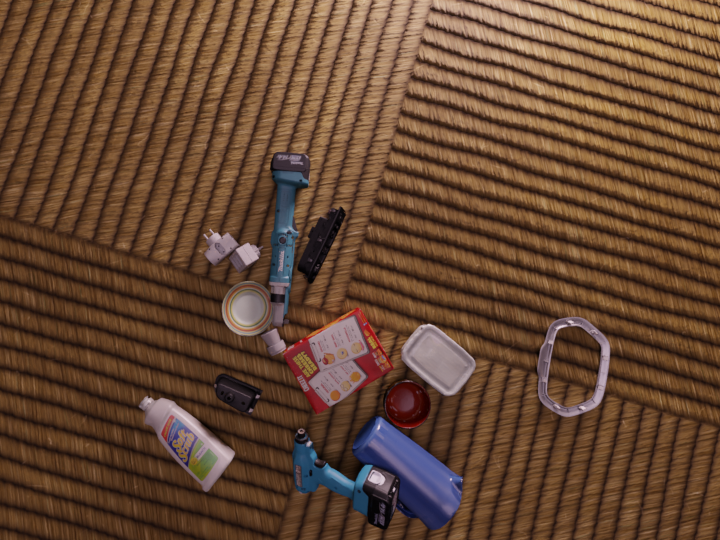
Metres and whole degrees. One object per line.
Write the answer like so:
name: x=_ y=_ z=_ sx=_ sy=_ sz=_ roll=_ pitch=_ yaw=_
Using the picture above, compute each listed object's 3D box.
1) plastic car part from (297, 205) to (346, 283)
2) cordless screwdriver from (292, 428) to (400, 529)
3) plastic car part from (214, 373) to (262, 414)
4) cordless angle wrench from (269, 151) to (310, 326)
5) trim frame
plastic car part: x=-0.102 y=-0.067 z=1.046 sx=0.068 sy=0.065 sz=0.203 roll=20 pitch=85 yaw=7
cordless screwdriver: x=-0.042 y=0.452 z=0.939 sx=0.259 sy=0.073 sz=0.156 roll=7 pitch=109 yaw=26
plastic car part: x=-0.301 y=0.298 z=1.007 sx=0.116 sy=0.071 sz=0.066 roll=27 pitch=84 yaw=-4
cordless angle wrench: x=-0.188 y=-0.074 z=1.042 sx=0.098 sy=0.074 sz=0.424 roll=5 pitch=88 yaw=-3
trim frame: x=0.532 y=0.241 z=1.059 sx=0.184 sy=0.027 sz=0.249 roll=13 pitch=87 yaw=0
